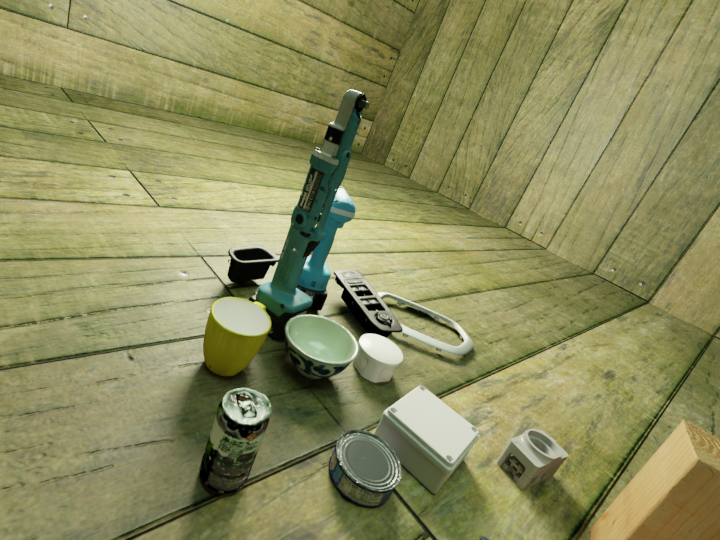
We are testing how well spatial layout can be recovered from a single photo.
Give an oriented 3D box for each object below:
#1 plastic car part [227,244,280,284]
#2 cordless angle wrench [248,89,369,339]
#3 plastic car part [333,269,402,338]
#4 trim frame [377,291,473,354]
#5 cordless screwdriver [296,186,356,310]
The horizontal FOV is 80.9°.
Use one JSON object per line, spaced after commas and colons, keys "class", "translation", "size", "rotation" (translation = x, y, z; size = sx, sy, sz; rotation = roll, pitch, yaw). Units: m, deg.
{"class": "plastic car part", "translation": [-0.229, -0.006, 0.857], "size": [0.069, 0.070, 0.112], "rotation": [33, 24, 26]}
{"class": "cordless angle wrench", "translation": [-0.083, -0.083, 0.694], "size": [0.103, 0.419, 0.071], "rotation": [33, 23, 25]}
{"class": "plastic car part", "translation": [0.007, 0.075, 0.877], "size": [0.063, 0.066, 0.215], "rotation": [5, 26, -36]}
{"class": "trim frame", "translation": [0.135, 0.116, 0.945], "size": [0.249, 0.027, 0.185], "rotation": [20, 22, 0]}
{"class": "cordless screwdriver", "translation": [-0.084, -0.055, 0.859], "size": [0.072, 0.247, 0.165], "rotation": [15, 22, -19]}
